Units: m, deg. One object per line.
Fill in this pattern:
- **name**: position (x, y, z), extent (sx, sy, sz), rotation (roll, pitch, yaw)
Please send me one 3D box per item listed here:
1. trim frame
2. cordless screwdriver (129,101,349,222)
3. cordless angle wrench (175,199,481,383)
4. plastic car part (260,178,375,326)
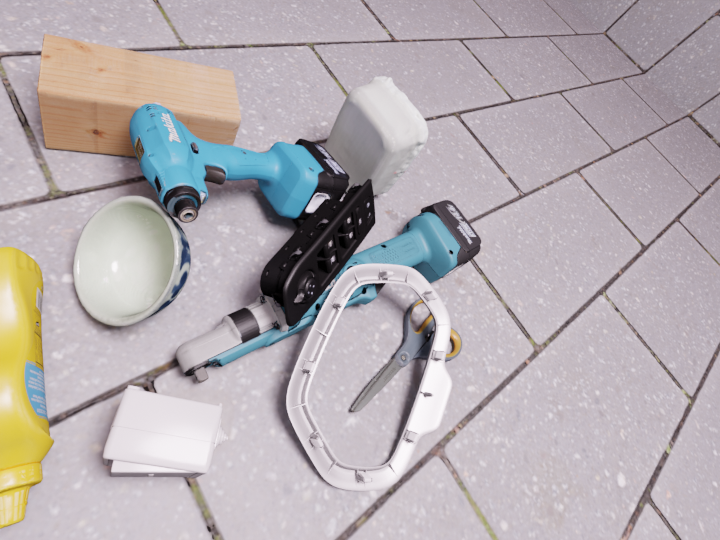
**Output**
- **trim frame**: position (0.023, 0.106, 0.460), extent (0.178, 0.028, 0.250), rotation (34, 63, -18)
- **cordless screwdriver**: position (-0.120, -0.102, 0.476), extent (0.236, 0.074, 0.167), rotation (3, 42, -43)
- **cordless angle wrench**: position (-0.018, 0.015, 0.515), extent (0.410, 0.075, 0.100), rotation (-24, 74, -34)
- **plastic car part**: position (-0.045, -0.030, 0.463), extent (0.069, 0.064, 0.203), rotation (15, 45, 16)
